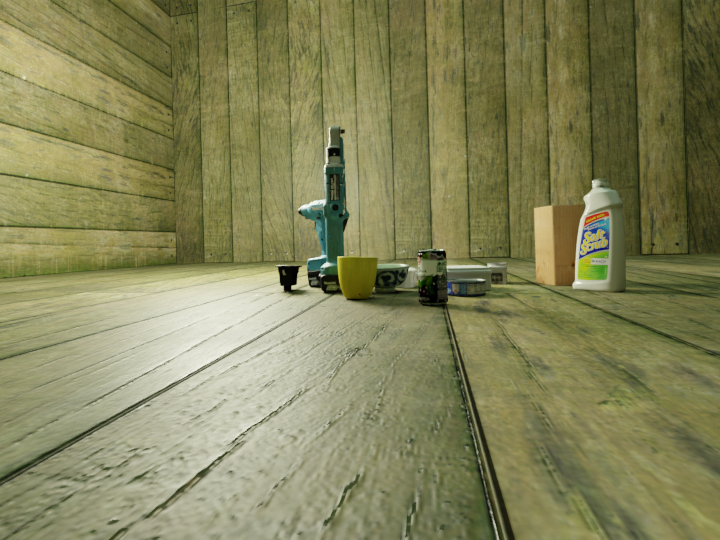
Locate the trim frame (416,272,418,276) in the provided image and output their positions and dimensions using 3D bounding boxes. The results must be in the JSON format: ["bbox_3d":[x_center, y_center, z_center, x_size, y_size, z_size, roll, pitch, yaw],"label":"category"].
[{"bbox_3d":[0.082,0.015,1.399,0.239,0.027,0.192,-4,4,-29],"label":"trim frame"}]

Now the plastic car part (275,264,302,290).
[{"bbox_3d":[-0.194,0.019,1.132,0.066,0.071,0.116,-2,3,-1],"label":"plastic car part"}]

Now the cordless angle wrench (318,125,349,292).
[{"bbox_3d":[-0.063,-0.158,1.082,0.098,0.423,0.074,-2,0,-1],"label":"cordless angle wrench"}]

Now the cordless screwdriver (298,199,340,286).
[{"bbox_3d":[-0.119,-0.078,1.221,0.167,0.248,0.071,-1,1,43],"label":"cordless screwdriver"}]
